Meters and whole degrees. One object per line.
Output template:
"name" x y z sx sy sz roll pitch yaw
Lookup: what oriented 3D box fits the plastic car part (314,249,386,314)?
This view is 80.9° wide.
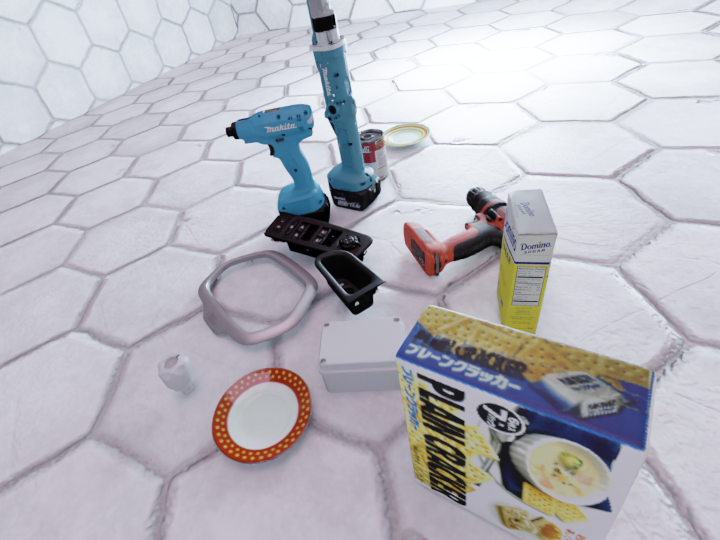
"plastic car part" -0.019 0.023 0.654 0.065 0.068 0.123 -29 41 -19

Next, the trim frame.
"trim frame" -0.181 0.038 0.721 0.181 0.026 0.263 -35 43 -23

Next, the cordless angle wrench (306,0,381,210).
"cordless angle wrench" -0.039 -0.308 0.787 0.103 0.406 0.073 17 46 32

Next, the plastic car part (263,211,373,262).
"plastic car part" -0.074 -0.049 0.760 0.213 0.064 0.066 13 45 30

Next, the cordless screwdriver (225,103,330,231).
"cordless screwdriver" -0.148 -0.186 0.809 0.161 0.239 0.076 -6 38 8
